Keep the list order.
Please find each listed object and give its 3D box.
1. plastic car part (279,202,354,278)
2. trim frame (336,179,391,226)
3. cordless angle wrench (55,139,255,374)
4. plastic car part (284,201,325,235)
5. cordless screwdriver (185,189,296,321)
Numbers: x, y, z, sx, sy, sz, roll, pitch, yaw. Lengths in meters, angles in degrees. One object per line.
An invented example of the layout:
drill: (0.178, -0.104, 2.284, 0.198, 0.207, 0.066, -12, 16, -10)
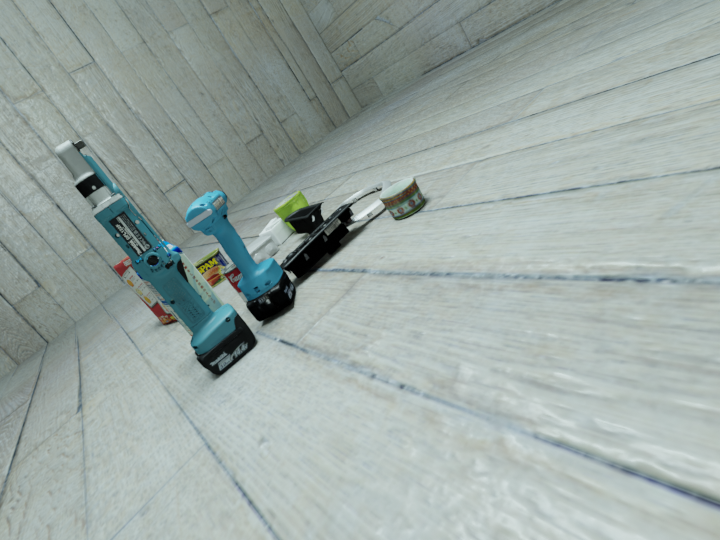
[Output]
plastic car part: (-0.086, -0.056, 0.875, 0.201, 0.065, 0.069, -42, 21, -19)
trim frame: (-0.006, -0.153, 1.016, 0.187, 0.027, 0.252, -27, 23, 19)
cordless angle wrench: (-0.327, -0.018, 0.672, 0.097, 0.411, 0.077, -39, 17, -16)
plastic car part: (-0.133, -0.122, 1.077, 0.121, 0.069, 0.065, -8, 32, 50)
cordless screwdriver: (-0.218, -0.038, 0.787, 0.075, 0.241, 0.163, -31, 18, 9)
